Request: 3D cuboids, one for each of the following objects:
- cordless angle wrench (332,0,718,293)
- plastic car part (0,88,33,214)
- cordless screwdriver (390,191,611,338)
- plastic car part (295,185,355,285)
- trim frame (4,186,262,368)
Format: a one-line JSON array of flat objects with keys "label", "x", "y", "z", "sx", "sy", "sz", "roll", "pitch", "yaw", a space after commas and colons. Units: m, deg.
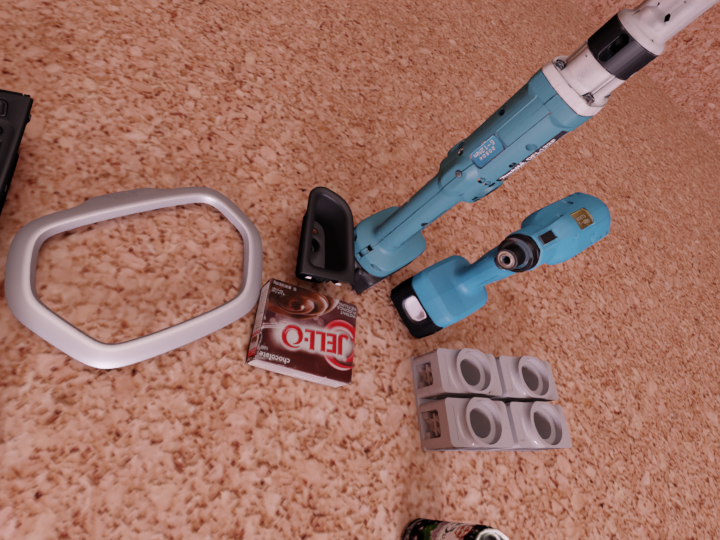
[{"label": "cordless angle wrench", "x": 0.107, "y": -0.096, "z": 0.398, "sx": 0.095, "sy": 0.429, "sz": 0.075, "roll": -26, "pitch": 82, "yaw": -38}, {"label": "plastic car part", "x": -0.341, "y": -0.066, "z": 0.364, "sx": 0.064, "sy": 0.068, "sz": 0.209, "roll": 9, "pitch": 60, "yaw": -27}, {"label": "cordless screwdriver", "x": 0.124, "y": 0.007, "z": 0.460, "sx": 0.154, "sy": 0.252, "sz": 0.076, "roll": -22, "pitch": 79, "yaw": -37}, {"label": "plastic car part", "x": -0.049, "y": -0.032, "z": 0.503, "sx": 0.063, "sy": 0.072, "sz": 0.120, "roll": 14, "pitch": 58, "yaw": -24}, {"label": "trim frame", "x": -0.210, "y": -0.009, "z": 0.429, "sx": 0.241, "sy": 0.028, "sz": 0.188, "roll": -23, "pitch": 76, "yaw": -36}]
